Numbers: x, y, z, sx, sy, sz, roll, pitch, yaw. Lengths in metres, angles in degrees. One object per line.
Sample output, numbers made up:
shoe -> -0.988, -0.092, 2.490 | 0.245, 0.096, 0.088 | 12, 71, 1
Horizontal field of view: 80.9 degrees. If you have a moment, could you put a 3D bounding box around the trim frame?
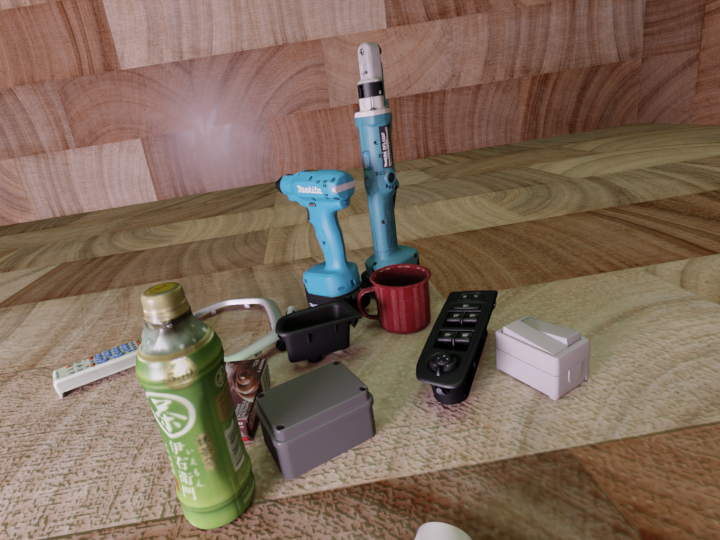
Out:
trim frame -> -0.220, 0.098, 0.704 | 0.181, 0.027, 0.259 | -15, 22, -14

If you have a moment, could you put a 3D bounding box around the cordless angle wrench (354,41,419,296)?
cordless angle wrench -> 0.034, -0.156, 0.715 | 0.095, 0.413, 0.078 | -22, 23, -37

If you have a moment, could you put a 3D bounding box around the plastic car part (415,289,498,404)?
plastic car part -> 0.122, 0.093, 0.528 | 0.069, 0.065, 0.199 | 2, 24, 27

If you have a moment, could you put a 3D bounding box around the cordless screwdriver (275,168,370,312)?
cordless screwdriver -> -0.069, -0.045, 0.710 | 0.168, 0.243, 0.072 | 10, 25, 43

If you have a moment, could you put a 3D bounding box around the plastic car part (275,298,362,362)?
plastic car part -> -0.061, 0.093, 0.596 | 0.114, 0.069, 0.069 | -16, 21, -20
